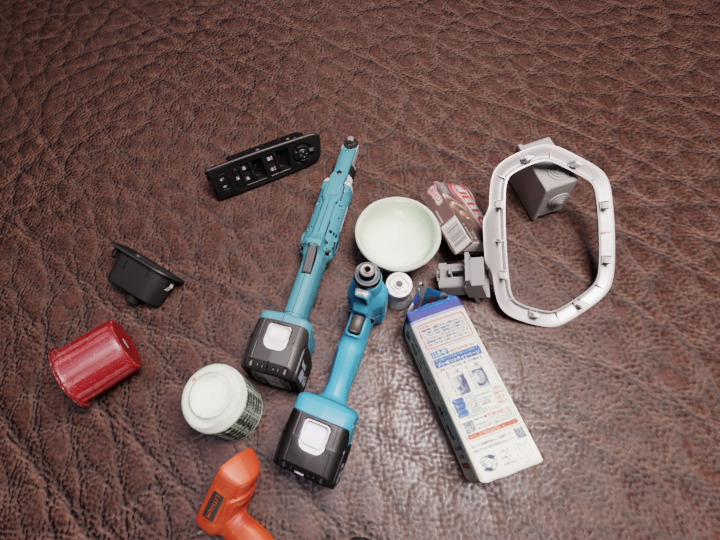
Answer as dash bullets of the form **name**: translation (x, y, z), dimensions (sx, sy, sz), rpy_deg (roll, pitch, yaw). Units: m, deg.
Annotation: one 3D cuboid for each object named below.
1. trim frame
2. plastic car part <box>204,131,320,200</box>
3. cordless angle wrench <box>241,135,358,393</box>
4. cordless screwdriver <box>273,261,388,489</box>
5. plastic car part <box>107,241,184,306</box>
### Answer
- **trim frame**: translation (0.255, -0.046, 0.571), dimensions (0.184, 0.028, 0.247), rpy_deg (-3, 94, 0)
- **plastic car part**: translation (-0.166, -0.190, 0.738), dimensions (0.202, 0.063, 0.070), rpy_deg (-19, 38, -3)
- **cordless angle wrench**: translation (-0.062, -0.041, 0.636), dimensions (0.076, 0.095, 0.429), rpy_deg (11, 60, 8)
- **cordless screwdriver**: translation (-0.023, 0.116, 0.507), dimensions (0.076, 0.154, 0.251), rpy_deg (17, 68, 10)
- **plastic car part**: translation (-0.340, 0.015, 0.651), dimensions (0.120, 0.064, 0.071), rpy_deg (31, 84, 15)
